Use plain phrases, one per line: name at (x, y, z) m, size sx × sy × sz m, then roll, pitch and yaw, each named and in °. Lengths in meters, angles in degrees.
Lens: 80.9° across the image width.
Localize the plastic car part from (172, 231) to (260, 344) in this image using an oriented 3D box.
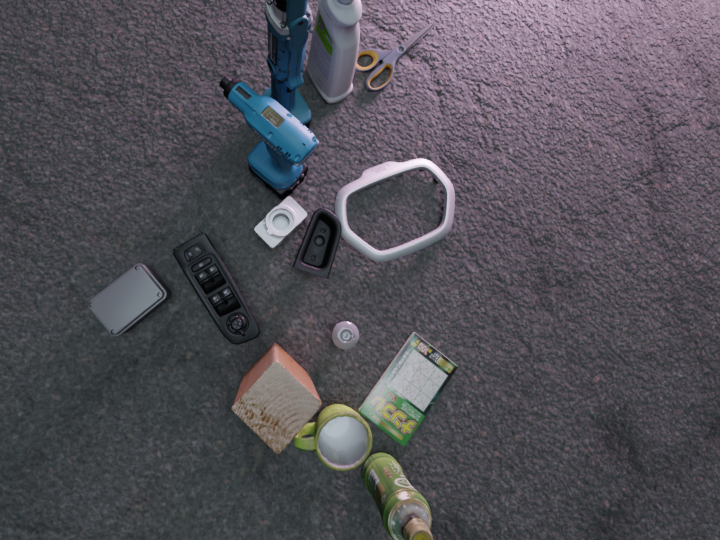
plastic car part at (-0.247, 0.037, 0.741) m, size 0.066 × 0.067 × 0.204 m, roll -31°, pitch 88°, yaw -10°

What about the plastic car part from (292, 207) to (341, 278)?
plastic car part at (-0.075, -0.049, 0.767) m, size 0.065 × 0.071 × 0.117 m, roll 19°, pitch 82°, yaw -7°

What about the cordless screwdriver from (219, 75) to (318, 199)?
cordless screwdriver at (-0.152, -0.208, 0.688) m, size 0.158 × 0.251 × 0.074 m, roll 42°, pitch 80°, yaw -5°

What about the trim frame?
trim frame at (0.069, -0.121, 0.813) m, size 0.246 × 0.027 × 0.185 m, roll -23°, pitch 86°, yaw -8°

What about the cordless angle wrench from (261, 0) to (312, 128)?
cordless angle wrench at (-0.107, -0.305, 0.615) m, size 0.074 × 0.427 × 0.098 m, roll -29°, pitch 93°, yaw -11°
